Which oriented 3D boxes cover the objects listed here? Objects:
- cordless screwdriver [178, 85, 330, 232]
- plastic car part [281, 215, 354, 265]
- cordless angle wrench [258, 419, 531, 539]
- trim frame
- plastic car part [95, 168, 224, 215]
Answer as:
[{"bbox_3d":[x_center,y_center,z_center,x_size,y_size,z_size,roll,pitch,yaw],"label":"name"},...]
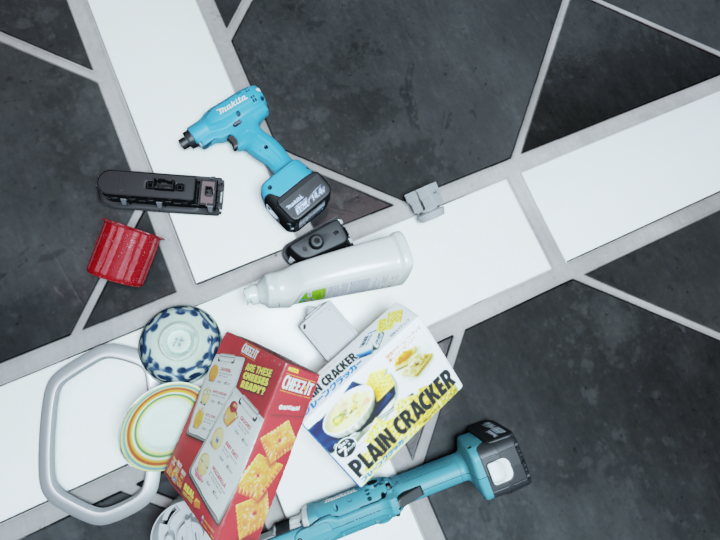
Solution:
[{"bbox_3d":[-0.171,-0.172,0.689,0.158,0.074,0.253,-36,82,-11],"label":"cordless screwdriver"},{"bbox_3d":[-0.066,-0.043,0.676,0.115,0.071,0.067,-27,84,-14],"label":"plastic car part"},{"bbox_3d":[0.028,0.334,0.613,0.420,0.097,0.075,-19,85,-5],"label":"cordless angle wrench"},{"bbox_3d":[-0.370,0.234,0.617,0.182,0.027,0.252,-4,78,-6],"label":"trim frame"},{"bbox_3d":[-0.325,-0.127,0.672,0.202,0.067,0.066,3,88,-3],"label":"plastic car part"}]
